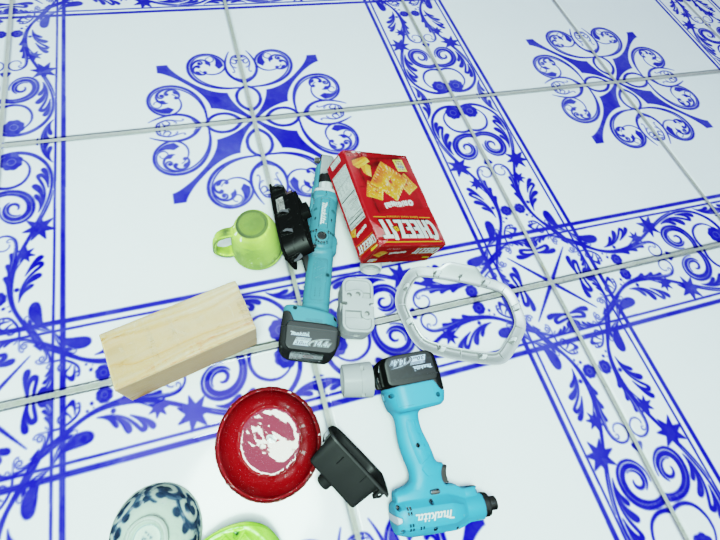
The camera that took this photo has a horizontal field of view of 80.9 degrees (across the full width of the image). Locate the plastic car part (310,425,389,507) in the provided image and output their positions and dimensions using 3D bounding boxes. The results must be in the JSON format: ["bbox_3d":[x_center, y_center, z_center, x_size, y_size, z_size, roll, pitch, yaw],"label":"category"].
[{"bbox_3d":[-0.026,0.289,0.611,0.117,0.066,0.071,43,86,0],"label":"plastic car part"}]

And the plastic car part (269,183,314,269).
[{"bbox_3d":[-0.118,-0.083,0.745,0.067,0.063,0.211,-17,44,3],"label":"plastic car part"}]

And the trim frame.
[{"bbox_3d":[0.185,0.073,0.775,0.248,0.027,0.188,10,61,-1],"label":"trim frame"}]

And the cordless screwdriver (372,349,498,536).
[{"bbox_3d":[0.108,0.253,0.648,0.157,0.074,0.255,-4,68,-11],"label":"cordless screwdriver"}]

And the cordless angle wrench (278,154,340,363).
[{"bbox_3d":[-0.076,-0.050,0.779,0.097,0.073,0.433,6,60,-6],"label":"cordless angle wrench"}]
